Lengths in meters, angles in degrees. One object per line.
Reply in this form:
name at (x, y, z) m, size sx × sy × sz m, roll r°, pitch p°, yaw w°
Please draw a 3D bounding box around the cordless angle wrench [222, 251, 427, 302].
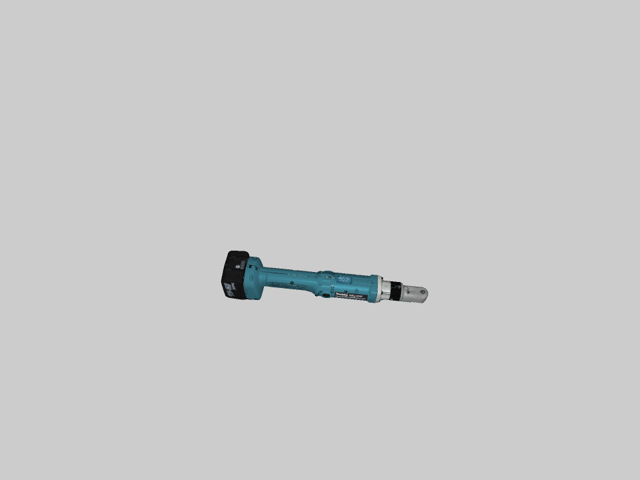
cordless angle wrench at (0.012, 0.093, 0.886) m, size 0.423 × 0.074 × 0.098 m, roll 6°, pitch -34°, yaw 1°
